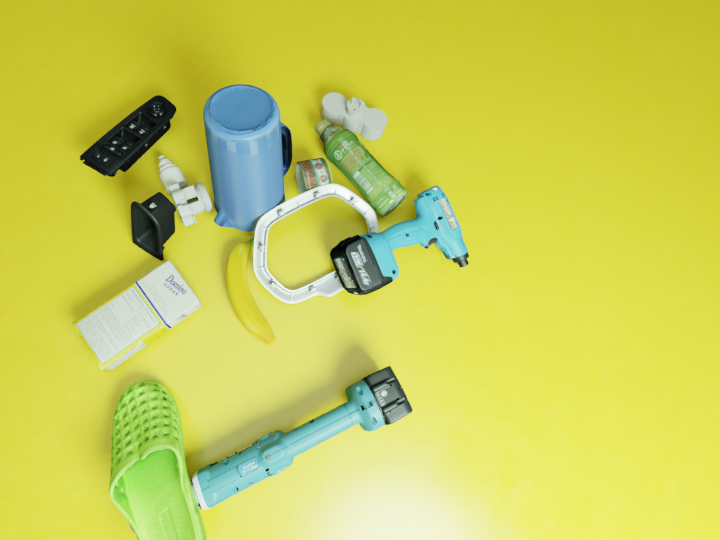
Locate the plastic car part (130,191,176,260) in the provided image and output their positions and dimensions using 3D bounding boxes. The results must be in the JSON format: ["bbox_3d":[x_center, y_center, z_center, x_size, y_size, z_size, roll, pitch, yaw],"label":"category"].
[{"bbox_3d":[-0.345,-0.085,0.721,0.066,0.116,0.071,31,46,1],"label":"plastic car part"}]

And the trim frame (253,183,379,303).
[{"bbox_3d":[-0.073,-0.048,0.748,0.244,0.028,0.182,-29,98,-19],"label":"trim frame"}]

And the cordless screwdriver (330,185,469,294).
[{"bbox_3d":[0.081,-0.032,0.749,0.244,0.076,0.158,-31,96,-21],"label":"cordless screwdriver"}]

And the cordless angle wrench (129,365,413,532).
[{"bbox_3d":[-0.129,0.269,0.621,0.418,0.096,0.076,-24,74,-10],"label":"cordless angle wrench"}]

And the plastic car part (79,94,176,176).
[{"bbox_3d":[-0.415,-0.245,0.787,0.068,0.066,0.203,25,65,8],"label":"plastic car part"}]
